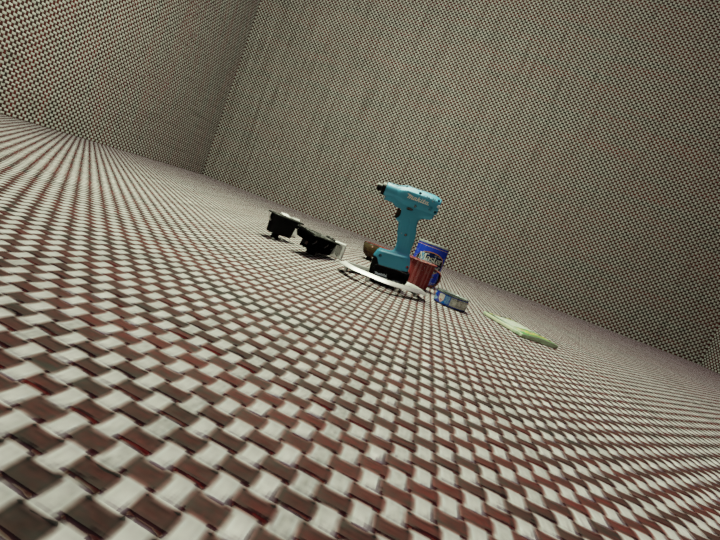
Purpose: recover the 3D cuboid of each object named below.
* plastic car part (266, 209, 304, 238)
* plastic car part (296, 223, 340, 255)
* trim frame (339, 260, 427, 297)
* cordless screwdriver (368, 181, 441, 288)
[{"bbox_3d":[-0.221,-0.120,1.161,0.069,0.071,0.111,24,7,28],"label":"plastic car part"},{"bbox_3d":[-0.109,-0.072,1.118,0.069,0.067,0.196,23,7,18],"label":"plastic car part"},{"bbox_3d":[0.055,0.021,1.036,0.235,0.027,0.195,14,9,-44],"label":"trim frame"},{"bbox_3d":[0.080,-0.088,1.039,0.162,0.248,0.073,22,6,8],"label":"cordless screwdriver"}]
